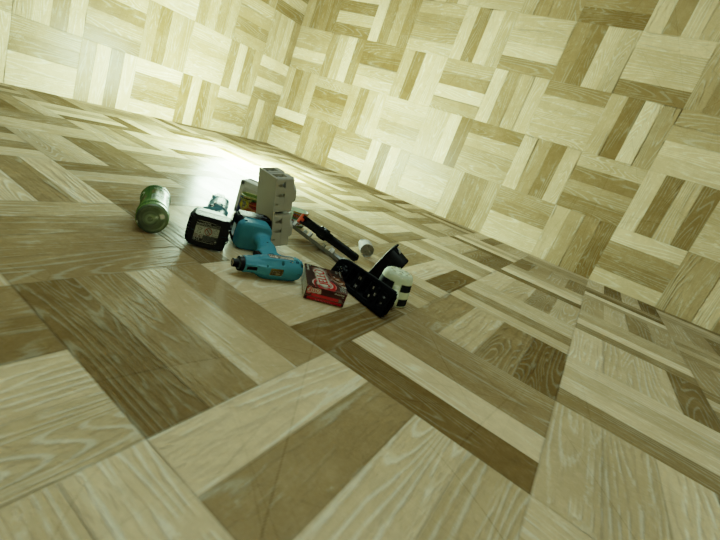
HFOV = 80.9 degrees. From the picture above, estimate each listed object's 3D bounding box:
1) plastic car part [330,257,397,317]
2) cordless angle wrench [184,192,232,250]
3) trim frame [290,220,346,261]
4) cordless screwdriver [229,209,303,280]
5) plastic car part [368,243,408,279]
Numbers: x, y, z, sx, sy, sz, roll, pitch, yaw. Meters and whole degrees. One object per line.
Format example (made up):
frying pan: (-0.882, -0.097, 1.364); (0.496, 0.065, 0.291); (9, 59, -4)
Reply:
plastic car part: (0.010, 0.033, 0.985); (0.215, 0.066, 0.063); (34, 11, 39)
cordless angle wrench: (-0.387, -0.156, 1.131); (0.095, 0.074, 0.438); (14, 16, -18)
trim frame: (-0.113, -0.074, 1.155); (0.263, 0.027, 0.174); (33, -5, 44)
cordless screwdriver: (-0.248, -0.059, 0.976); (0.151, 0.074, 0.263); (7, 25, -35)
plastic car part: (0.079, -0.006, 1.119); (0.072, 0.117, 0.064); (49, 23, 9)
